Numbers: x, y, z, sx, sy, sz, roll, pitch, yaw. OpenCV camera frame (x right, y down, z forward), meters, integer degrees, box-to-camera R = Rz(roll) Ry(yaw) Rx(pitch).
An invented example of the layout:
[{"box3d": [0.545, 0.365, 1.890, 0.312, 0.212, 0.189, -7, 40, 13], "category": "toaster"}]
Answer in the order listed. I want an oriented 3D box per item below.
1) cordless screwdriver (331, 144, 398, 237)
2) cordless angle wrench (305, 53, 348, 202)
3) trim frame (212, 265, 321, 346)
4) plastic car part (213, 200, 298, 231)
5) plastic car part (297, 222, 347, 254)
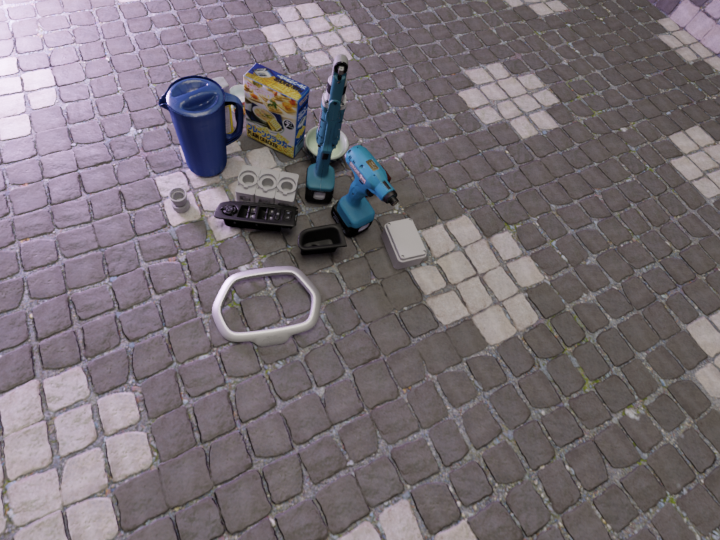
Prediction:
[{"box3d": [0.009, -0.161, 0.998, 0.073, 0.245, 0.164, -27, 71, -22], "category": "cordless screwdriver"}, {"box3d": [-0.075, -0.308, 0.970, 0.073, 0.417, 0.100, 6, 63, -10], "category": "cordless angle wrench"}, {"box3d": [-0.213, 0.079, 0.967, 0.244, 0.027, 0.190, -8, 63, -11], "category": "trim frame"}, {"box3d": [-0.259, -0.133, 1.053, 0.202, 0.066, 0.068, 8, 62, -3], "category": "plastic car part"}, {"box3d": [-0.101, -0.066, 1.034, 0.114, 0.070, 0.068, -10, 65, -13], "category": "plastic car part"}]
